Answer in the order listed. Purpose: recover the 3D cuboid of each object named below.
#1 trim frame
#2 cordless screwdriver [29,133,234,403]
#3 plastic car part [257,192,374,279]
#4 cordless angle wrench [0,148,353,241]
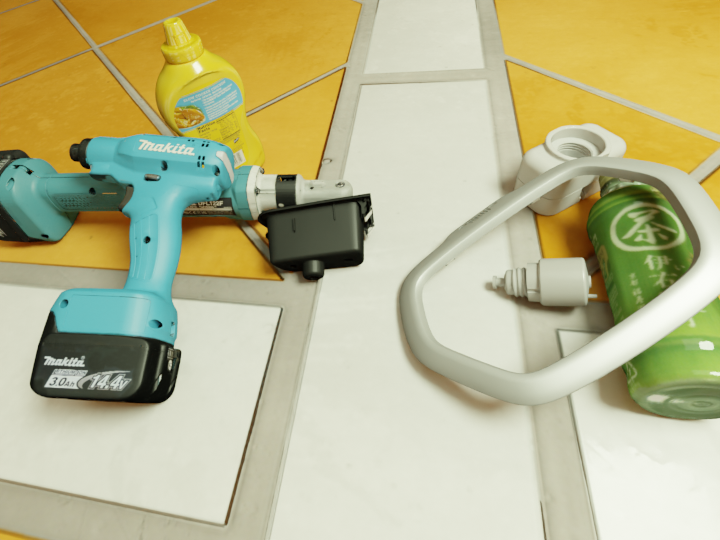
[{"bbox_3d":[0.144,-0.004,0.337,0.249,0.026,0.194,-38,42,5],"label":"trim frame"},{"bbox_3d":[-0.215,-0.015,0.378,0.160,0.073,0.253,6,68,2],"label":"cordless screwdriver"},{"bbox_3d":[-0.041,-0.027,0.421,0.117,0.063,0.073,-10,66,5],"label":"plastic car part"},{"bbox_3d":[-0.221,-0.085,0.476,0.427,0.094,0.076,0,49,6],"label":"cordless angle wrench"}]
